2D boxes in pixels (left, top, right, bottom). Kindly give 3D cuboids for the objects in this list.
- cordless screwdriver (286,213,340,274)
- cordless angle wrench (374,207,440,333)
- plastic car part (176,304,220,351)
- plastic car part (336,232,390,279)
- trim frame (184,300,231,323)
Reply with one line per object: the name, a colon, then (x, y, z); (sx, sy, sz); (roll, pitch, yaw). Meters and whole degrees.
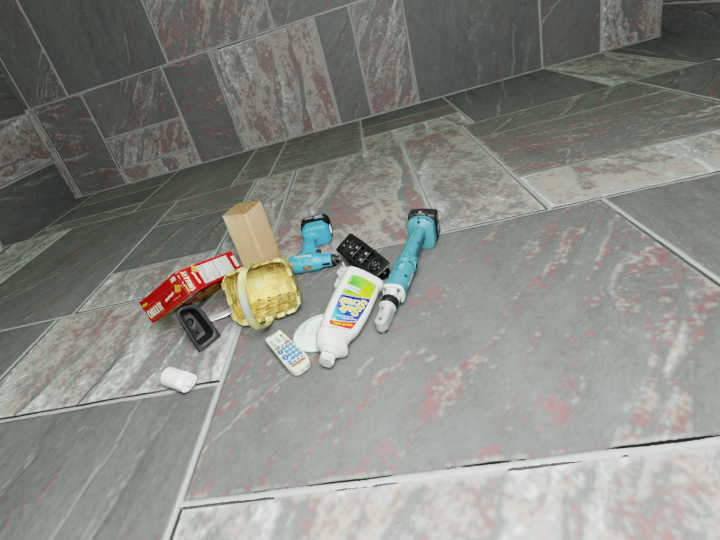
cordless screwdriver: (-0.126, -0.083, 1.292); (0.163, 0.071, 0.253); (-9, 35, 14)
cordless angle wrench: (0.112, -0.012, 1.033); (0.077, 0.094, 0.423); (2, 38, 25)
plastic car part: (-0.417, 0.137, 1.059); (0.065, 0.115, 0.073); (-38, 11, -33)
plastic car part: (0.013, -0.028, 1.129); (0.066, 0.064, 0.214); (-43, 35, -7)
trim frame: (-0.401, 0.076, 1.220); (0.191, 0.026, 0.249); (-2, 35, 23)
